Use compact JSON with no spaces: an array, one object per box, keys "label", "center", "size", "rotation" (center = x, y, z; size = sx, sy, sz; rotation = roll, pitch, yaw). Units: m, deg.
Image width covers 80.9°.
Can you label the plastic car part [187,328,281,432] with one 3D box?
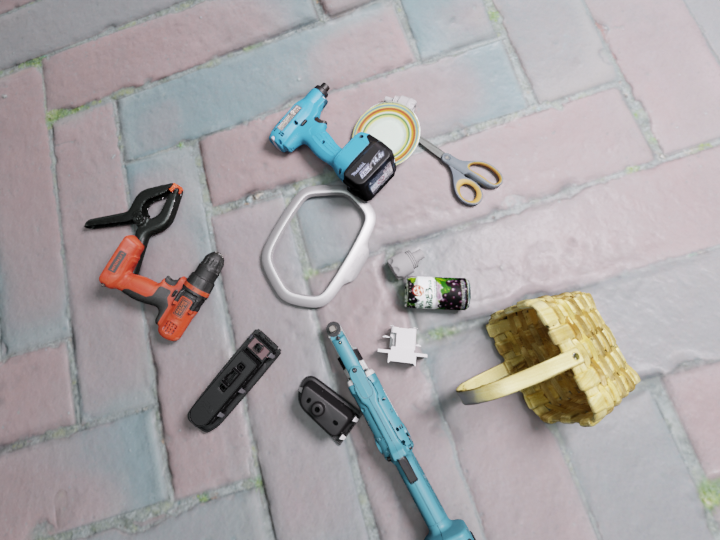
[{"label":"plastic car part","center":[-0.230,0.202,0.745],"size":[0.067,0.066,0.203],"rotation":[40,89,4]}]

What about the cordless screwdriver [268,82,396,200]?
[{"label":"cordless screwdriver","center":[-0.041,-0.251,0.795],"size":[0.260,0.071,0.159],"rotation":[37,85,23]}]

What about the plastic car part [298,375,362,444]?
[{"label":"plastic car part","center":[-0.061,0.232,0.705],"size":[0.119,0.069,0.066],"rotation":[36,84,10]}]

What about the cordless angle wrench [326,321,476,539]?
[{"label":"cordless angle wrench","center":[0.053,0.271,0.676],"size":[0.074,0.095,0.437],"rotation":[-30,71,0]}]

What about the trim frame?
[{"label":"trim frame","center":[-0.077,-0.051,0.792],"size":[0.189,0.027,0.248],"rotation":[28,82,14]}]
